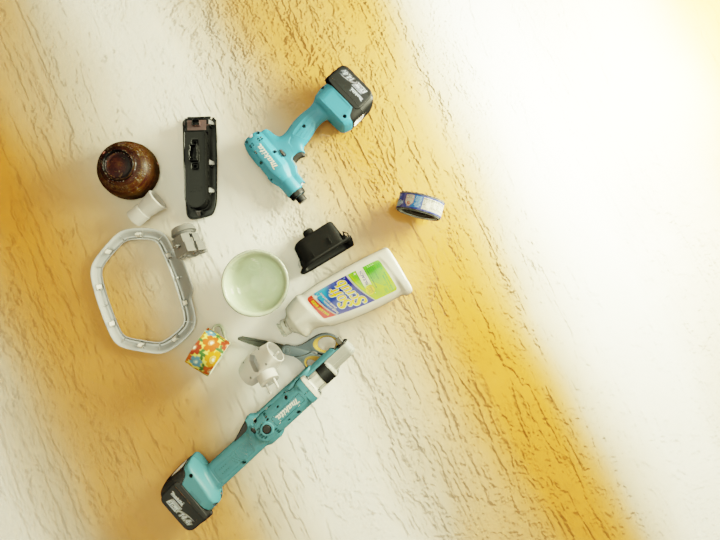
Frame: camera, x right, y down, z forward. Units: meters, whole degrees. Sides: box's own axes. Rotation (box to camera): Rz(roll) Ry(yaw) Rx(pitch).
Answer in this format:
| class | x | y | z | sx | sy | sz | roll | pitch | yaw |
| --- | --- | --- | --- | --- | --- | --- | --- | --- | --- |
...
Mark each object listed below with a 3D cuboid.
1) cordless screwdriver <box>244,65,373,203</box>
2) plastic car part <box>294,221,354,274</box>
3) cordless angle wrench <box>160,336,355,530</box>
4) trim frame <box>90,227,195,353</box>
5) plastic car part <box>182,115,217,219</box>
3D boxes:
| class | x | y | z | sx | sy | sz | roll | pitch | yaw |
| --- | --- | --- | --- | --- | --- | --- | --- | --- | --- |
| cordless screwdriver | -0.081 | -0.255 | 0.806 | 0.249 | 0.074 | 0.159 | -39 | 90 | 1 |
| plastic car part | -0.079 | -0.051 | 0.805 | 0.116 | 0.064 | 0.073 | -28 | 75 | 0 |
| cordless angle wrench | -0.171 | 0.279 | 0.771 | 0.422 | 0.074 | 0.098 | -42 | 90 | -3 |
| trim frame | -0.413 | 0.039 | 0.807 | 0.183 | 0.027 | 0.250 | -20 | 86 | -3 |
| plastic car part | -0.308 | -0.199 | 0.806 | 0.065 | 0.068 | 0.203 | -2 | 90 | -11 |
